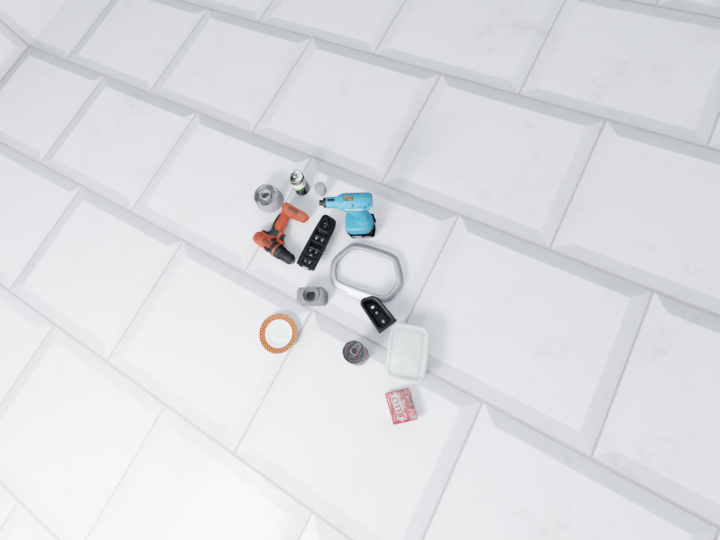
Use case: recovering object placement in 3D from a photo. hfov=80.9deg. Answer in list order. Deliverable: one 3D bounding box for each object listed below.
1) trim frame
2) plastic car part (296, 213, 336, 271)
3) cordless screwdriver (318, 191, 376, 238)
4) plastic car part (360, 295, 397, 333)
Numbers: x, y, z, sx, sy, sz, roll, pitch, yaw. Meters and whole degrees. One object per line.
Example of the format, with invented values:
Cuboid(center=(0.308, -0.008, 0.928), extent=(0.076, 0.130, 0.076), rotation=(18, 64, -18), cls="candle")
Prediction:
Cuboid(center=(0.018, 0.009, 1.378), extent=(0.257, 0.026, 0.185), rotation=(17, 76, 17), cls="trim frame")
Cuboid(center=(-0.139, -0.091, 1.426), extent=(0.068, 0.065, 0.203), rotation=(21, 77, 16), cls="plastic car part")
Cuboid(center=(-0.032, -0.175, 1.337), extent=(0.162, 0.240, 0.075), rotation=(1, 74, 9), cls="cordless screwdriver")
Cuboid(center=(0.052, 0.133, 1.306), extent=(0.066, 0.068, 0.121), rotation=(-36, 69, -3), cls="plastic car part")
